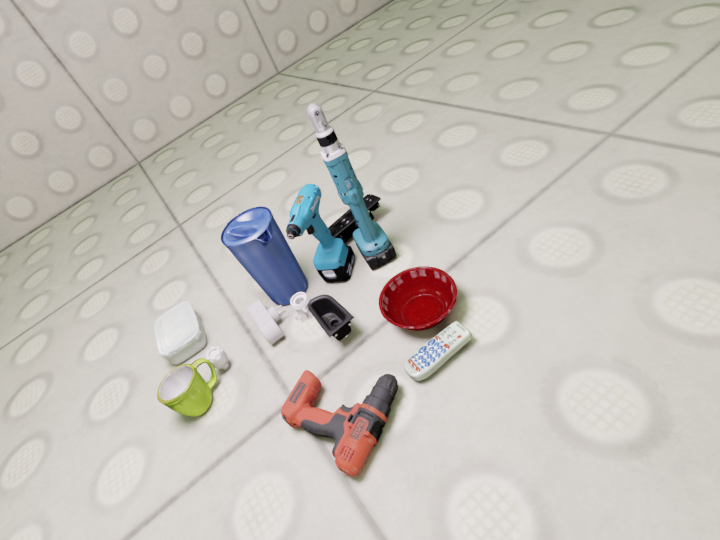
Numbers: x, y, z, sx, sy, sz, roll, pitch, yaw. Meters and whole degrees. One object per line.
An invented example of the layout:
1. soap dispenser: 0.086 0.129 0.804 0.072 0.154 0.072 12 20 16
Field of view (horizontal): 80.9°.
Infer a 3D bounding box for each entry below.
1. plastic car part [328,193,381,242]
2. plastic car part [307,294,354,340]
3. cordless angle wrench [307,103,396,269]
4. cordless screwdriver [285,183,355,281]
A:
1. plastic car part: -0.028 -0.127 1.156 0.201 0.064 0.070 -38 40 -11
2. plastic car part: -0.061 0.108 0.927 0.065 0.067 0.123 -37 41 -12
3. cordless angle wrench: -0.023 -0.177 0.943 0.074 0.402 0.103 -28 39 -2
4. cordless screwdriver: -0.097 -0.064 0.996 0.077 0.237 0.161 -5 44 24
